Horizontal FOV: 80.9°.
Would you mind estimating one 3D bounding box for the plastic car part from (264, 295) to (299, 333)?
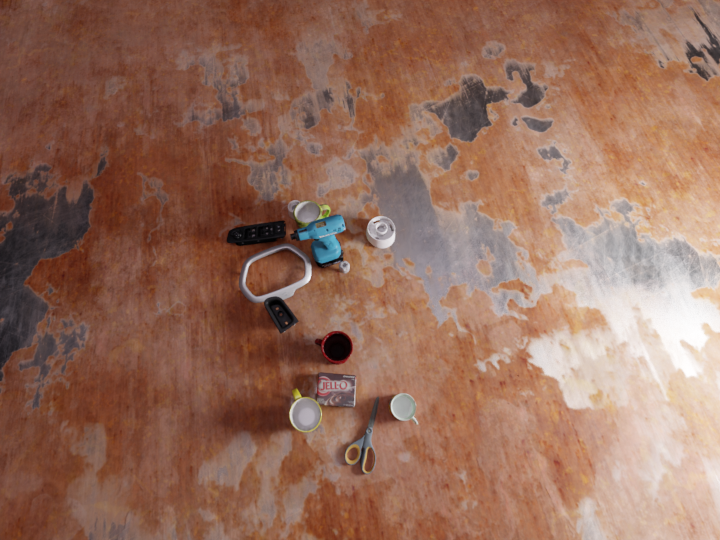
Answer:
[{"bbox_3d":[-0.248,0.137,1.315,0.065,0.069,0.121,-34,70,-12],"label":"plastic car part"}]

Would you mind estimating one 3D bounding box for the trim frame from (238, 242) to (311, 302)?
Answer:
[{"bbox_3d":[-0.282,0.010,1.394,0.247,0.027,0.191,-22,67,-6],"label":"trim frame"}]

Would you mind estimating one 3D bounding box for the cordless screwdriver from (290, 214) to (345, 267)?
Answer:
[{"bbox_3d":[-0.128,-0.084,1.307,0.158,0.243,0.077,-16,70,-6],"label":"cordless screwdriver"}]

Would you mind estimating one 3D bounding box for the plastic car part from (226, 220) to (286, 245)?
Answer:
[{"bbox_3d":[-0.351,-0.121,1.433,0.203,0.065,0.068,-6,68,1],"label":"plastic car part"}]
